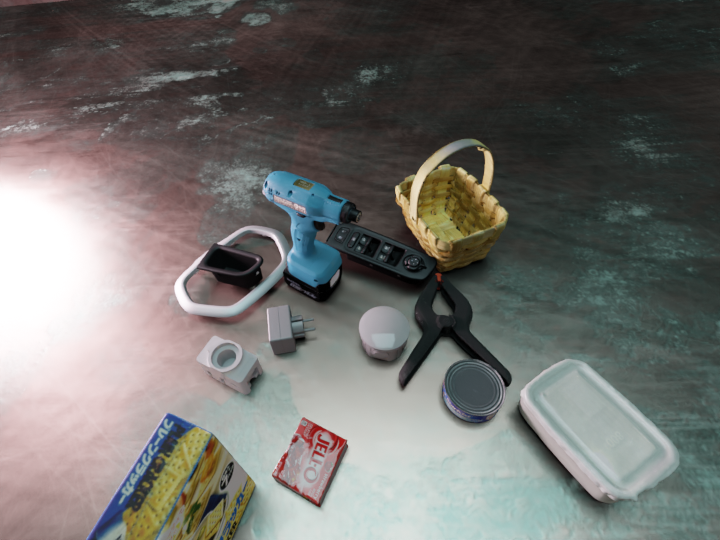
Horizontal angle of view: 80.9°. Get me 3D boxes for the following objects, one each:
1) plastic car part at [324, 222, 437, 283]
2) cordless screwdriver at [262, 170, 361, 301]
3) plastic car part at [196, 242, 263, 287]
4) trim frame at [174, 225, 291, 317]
[{"bbox_3d":[0.037,-0.024,0.788,0.211,0.064,0.066,20,54,22],"label":"plastic car part"},{"bbox_3d":[-0.069,-0.045,0.703,0.166,0.240,0.074,25,55,22],"label":"cordless screwdriver"},{"bbox_3d":[-0.235,0.002,0.796,0.120,0.068,0.066,14,53,17],"label":"plastic car part"},{"bbox_3d":[-0.244,-0.003,0.829,0.193,0.026,0.246,27,58,26],"label":"trim frame"}]
